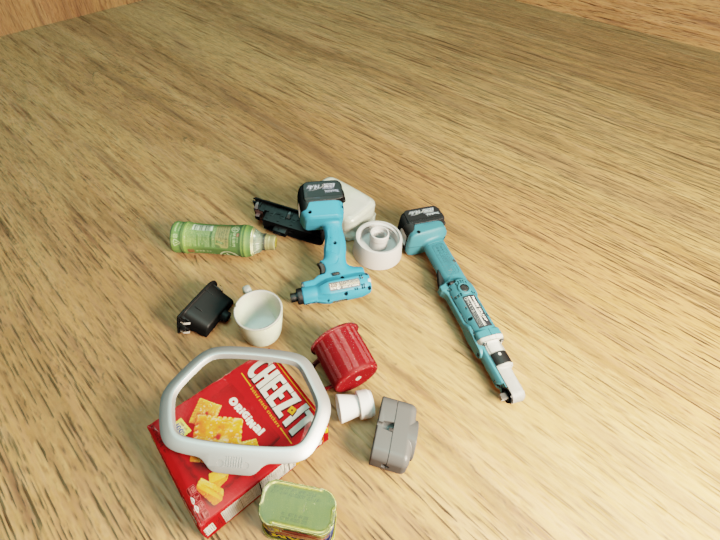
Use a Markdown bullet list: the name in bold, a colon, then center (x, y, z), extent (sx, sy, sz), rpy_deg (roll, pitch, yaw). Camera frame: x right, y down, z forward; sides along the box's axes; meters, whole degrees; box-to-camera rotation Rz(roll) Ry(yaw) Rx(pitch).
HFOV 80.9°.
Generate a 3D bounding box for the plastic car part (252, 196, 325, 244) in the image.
- **plastic car part**: center (-0.154, -0.105, 0.949), extent (0.207, 0.064, 0.068), rpy_deg (15, 55, 10)

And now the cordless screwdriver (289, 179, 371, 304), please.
- **cordless screwdriver**: center (-0.084, -0.055, 0.855), extent (0.157, 0.073, 0.255), rpy_deg (-11, 72, -10)

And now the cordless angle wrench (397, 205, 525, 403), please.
- **cordless angle wrench**: center (0.190, 0.047, 0.813), extent (0.096, 0.072, 0.442), rpy_deg (-12, 52, -12)

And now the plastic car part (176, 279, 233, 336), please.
- **plastic car part**: center (-0.282, 0.077, 0.796), extent (0.072, 0.065, 0.116), rpy_deg (32, 50, 5)

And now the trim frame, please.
- **trim frame**: center (-0.167, 0.194, 0.615), extent (0.249, 0.027, 0.189), rpy_deg (4, 45, 0)
